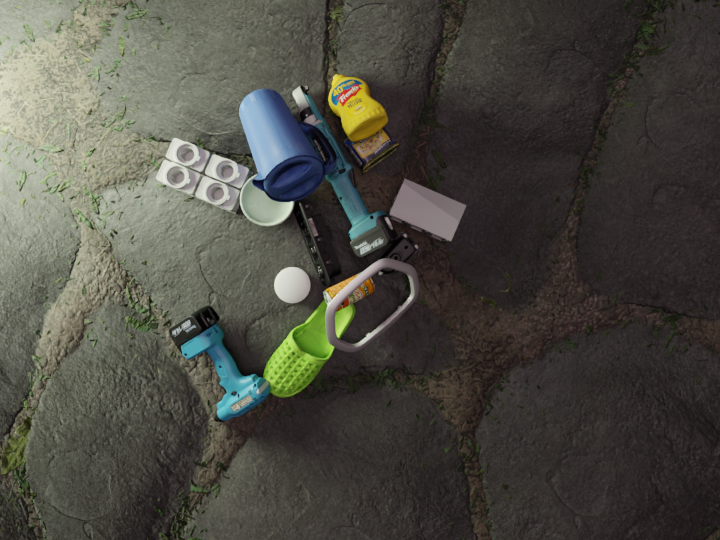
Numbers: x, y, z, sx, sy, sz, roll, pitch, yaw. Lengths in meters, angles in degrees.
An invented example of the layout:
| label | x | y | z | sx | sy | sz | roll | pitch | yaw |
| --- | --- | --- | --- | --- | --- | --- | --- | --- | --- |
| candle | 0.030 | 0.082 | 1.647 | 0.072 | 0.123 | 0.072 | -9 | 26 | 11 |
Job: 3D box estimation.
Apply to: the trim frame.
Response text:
| label | x | y | z | sx | sy | sz | roll | pitch | yaw |
| --- | --- | --- | --- | --- | --- | --- | --- | --- | --- |
| trim frame | 0.026 | 0.078 | 0.927 | 0.248 | 0.029 | 0.175 | -42 | 123 | -6 |

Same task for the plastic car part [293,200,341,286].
| label | x | y | z | sx | sy | sz | roll | pitch | yaw |
| --- | --- | --- | --- | --- | --- | --- | --- | --- | --- |
| plastic car part | -0.095 | -0.062 | 0.970 | 0.065 | 0.068 | 0.204 | -15 | 86 | -29 |

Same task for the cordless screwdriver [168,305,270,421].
| label | x | y | z | sx | sy | sz | roll | pitch | yaw |
| --- | --- | --- | --- | --- | --- | --- | --- | --- | --- |
| cordless screwdriver | -0.328 | 0.214 | 0.940 | 0.161 | 0.073 | 0.250 | -37 | 88 | 20 |

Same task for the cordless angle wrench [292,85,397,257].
| label | x | y | z | sx | sy | sz | roll | pitch | yaw |
| --- | --- | --- | --- | --- | --- | --- | --- | --- | --- |
| cordless angle wrench | -0.055 | -0.235 | 0.965 | 0.100 | 0.072 | 0.428 | -29 | 83 | 22 |

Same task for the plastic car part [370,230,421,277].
| label | x | y | z | sx | sy | sz | roll | pitch | yaw |
| --- | --- | --- | --- | --- | --- | --- | --- | --- | --- |
| plastic car part | 0.081 | -0.031 | 0.959 | 0.066 | 0.071 | 0.116 | 45 | 85 | 2 |
